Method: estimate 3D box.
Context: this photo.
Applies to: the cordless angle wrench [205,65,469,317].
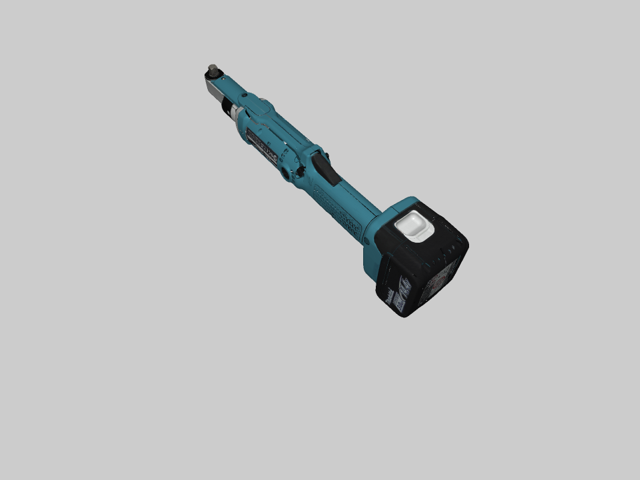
[{"bbox_3d":[-0.020,-0.092,0.504,0.074,0.422,0.098,-34,-28,-22],"label":"cordless angle wrench"}]
